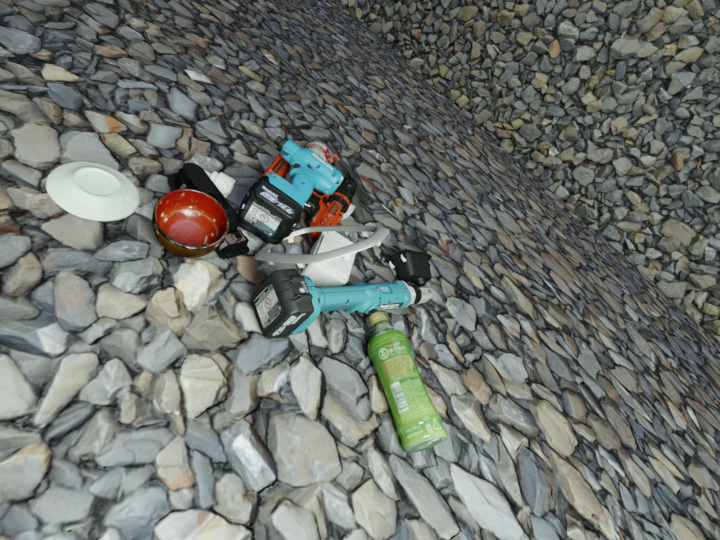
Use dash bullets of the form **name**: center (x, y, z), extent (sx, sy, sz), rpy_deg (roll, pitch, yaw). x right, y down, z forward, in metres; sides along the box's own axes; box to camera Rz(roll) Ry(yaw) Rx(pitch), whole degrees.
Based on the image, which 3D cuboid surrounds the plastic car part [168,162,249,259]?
- **plastic car part**: center (-0.264, -0.114, 0.733), extent (0.064, 0.067, 0.210), rpy_deg (-24, 65, -45)

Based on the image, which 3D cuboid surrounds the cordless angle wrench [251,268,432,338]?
- **cordless angle wrench**: center (0.006, 0.050, 0.757), extent (0.402, 0.099, 0.077), rpy_deg (0, 55, -46)

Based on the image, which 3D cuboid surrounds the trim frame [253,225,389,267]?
- **trim frame**: center (-0.069, -0.045, 0.708), extent (0.179, 0.261, 0.027), rpy_deg (-32, 115, -41)

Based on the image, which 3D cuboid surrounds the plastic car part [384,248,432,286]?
- **plastic car part**: center (0.122, 0.000, 0.947), extent (0.110, 0.067, 0.073), rpy_deg (11, 59, -38)

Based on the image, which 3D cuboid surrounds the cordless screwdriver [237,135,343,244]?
- **cordless screwdriver**: center (-0.140, -0.164, 0.780), extent (0.159, 0.075, 0.248), rpy_deg (36, 39, -3)
